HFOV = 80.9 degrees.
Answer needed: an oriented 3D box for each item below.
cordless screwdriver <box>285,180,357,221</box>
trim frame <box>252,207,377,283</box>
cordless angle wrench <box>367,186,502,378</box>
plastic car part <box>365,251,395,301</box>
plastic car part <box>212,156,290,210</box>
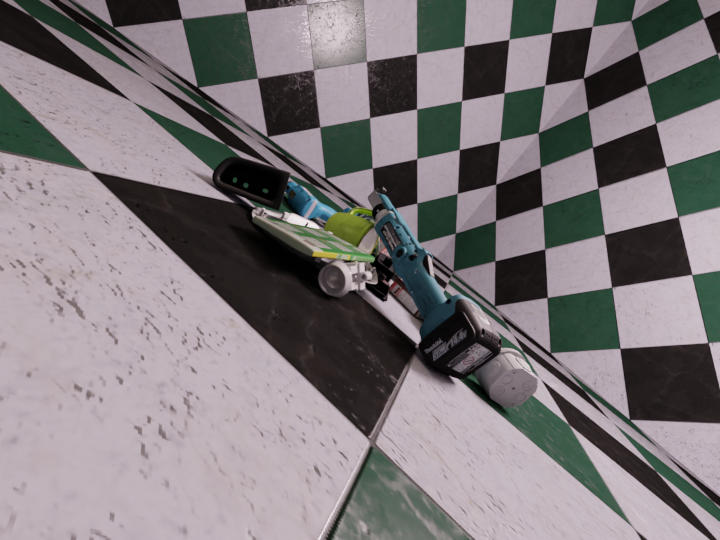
[{"bbox_3d":[-0.078,-0.143,1.056,0.235,0.074,0.168,24,16,-37],"label":"cordless screwdriver"},{"bbox_3d":[-0.068,-0.045,0.699,0.236,0.027,0.194,20,17,-32],"label":"trim frame"},{"bbox_3d":[0.086,-0.019,0.728,0.070,0.099,0.443,30,24,-37],"label":"cordless angle wrench"},{"bbox_3d":[0.038,-0.001,0.845,0.066,0.067,0.202,30,8,-1],"label":"plastic car part"},{"bbox_3d":[-0.183,-0.146,0.706,0.115,0.066,0.072,18,-5,-9],"label":"plastic car part"}]
